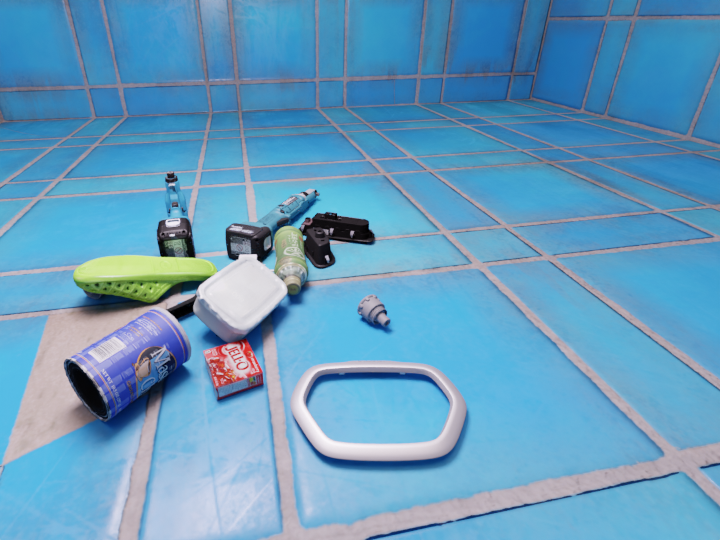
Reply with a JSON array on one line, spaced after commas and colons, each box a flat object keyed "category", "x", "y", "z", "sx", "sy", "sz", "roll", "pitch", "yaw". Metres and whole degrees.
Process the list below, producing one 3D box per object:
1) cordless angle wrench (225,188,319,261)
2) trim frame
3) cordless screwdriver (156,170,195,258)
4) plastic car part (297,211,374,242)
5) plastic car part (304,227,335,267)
[{"category": "cordless angle wrench", "x": -0.212, "y": -0.149, "z": 1.138, "sx": 0.101, "sy": 0.072, "sz": 0.421, "roll": 10, "pitch": 30, "yaw": 15}, {"category": "trim frame", "x": 0.024, "y": 0.189, "z": 0.603, "sx": 0.248, "sy": 0.027, "sz": 0.190, "roll": -3, "pitch": 32, "yaw": -1}, {"category": "cordless screwdriver", "x": -0.448, "y": -0.129, "z": 1.021, "sx": 0.073, "sy": 0.155, "sz": 0.261, "roll": -8, "pitch": 33, "yaw": -18}, {"category": "plastic car part", "x": -0.059, "y": -0.115, "z": 1.088, "sx": 0.209, "sy": 0.066, "sz": 0.065, "roll": 13, "pitch": 25, "yaw": 17}, {"category": "plastic car part", "x": -0.097, "y": -0.063, "z": 0.987, "sx": 0.064, "sy": 0.069, "sz": 0.122, "roll": -11, "pitch": 29, "yaw": -18}]
